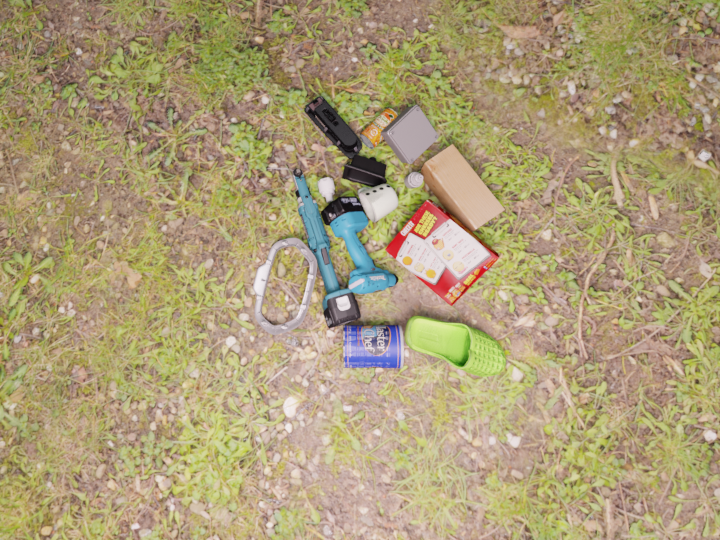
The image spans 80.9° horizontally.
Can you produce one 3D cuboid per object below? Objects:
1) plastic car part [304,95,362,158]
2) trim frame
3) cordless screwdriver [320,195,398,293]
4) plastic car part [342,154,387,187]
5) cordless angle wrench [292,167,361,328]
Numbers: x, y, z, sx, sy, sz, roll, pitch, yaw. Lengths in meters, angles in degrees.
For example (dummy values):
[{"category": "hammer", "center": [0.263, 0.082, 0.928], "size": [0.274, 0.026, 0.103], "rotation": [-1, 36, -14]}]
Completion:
[{"category": "plastic car part", "center": [-0.068, -0.395, 1.144], "size": [0.066, 0.067, 0.205], "rotation": [-38, 83, -11]}, {"category": "trim frame", "center": [-0.195, 0.038, 1.063], "size": [0.194, 0.026, 0.249], "rotation": [12, 86, 35]}, {"category": "cordless screwdriver", "center": [0.005, -0.063, 1.061], "size": [0.076, 0.152, 0.256], "rotation": [-36, 68, 39]}, {"category": "plastic car part", "center": [0.017, -0.270, 1.120], "size": [0.117, 0.065, 0.072], "rotation": [15, 69, 1]}, {"category": "cordless angle wrench", "center": [-0.106, -0.069, 1.082], "size": [0.073, 0.098, 0.432], "rotation": [-15, 75, -16]}]
